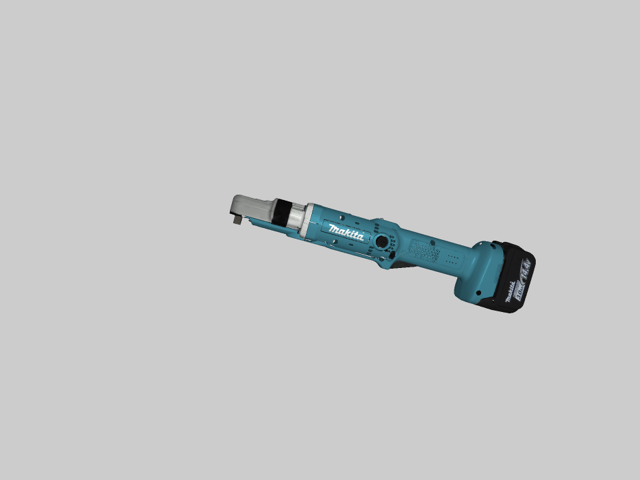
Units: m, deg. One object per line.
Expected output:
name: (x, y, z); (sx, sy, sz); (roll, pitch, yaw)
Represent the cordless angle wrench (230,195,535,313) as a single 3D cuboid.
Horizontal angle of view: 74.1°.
cordless angle wrench: (0.082, 0.003, 0.599); (0.423, 0.098, 0.074); (15, 2, -5)
